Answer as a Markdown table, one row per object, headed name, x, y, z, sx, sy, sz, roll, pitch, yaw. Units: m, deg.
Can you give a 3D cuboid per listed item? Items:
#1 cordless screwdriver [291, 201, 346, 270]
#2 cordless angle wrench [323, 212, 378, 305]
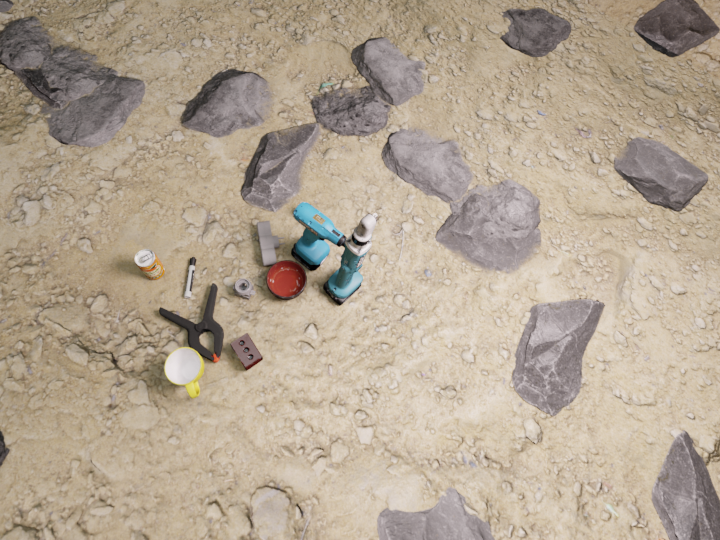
| name | x | y | z | sx | sy | sz | roll | pitch | yaw |
| --- | --- | --- | --- | --- | --- | --- | --- | --- | --- |
| cordless screwdriver | -0.112 | -0.073 | 1.142 | 0.162 | 0.245 | 0.074 | 38 | 67 | 8 |
| cordless angle wrench | -0.020 | -0.024 | 1.033 | 0.097 | 0.418 | 0.076 | -41 | 80 | -22 |
